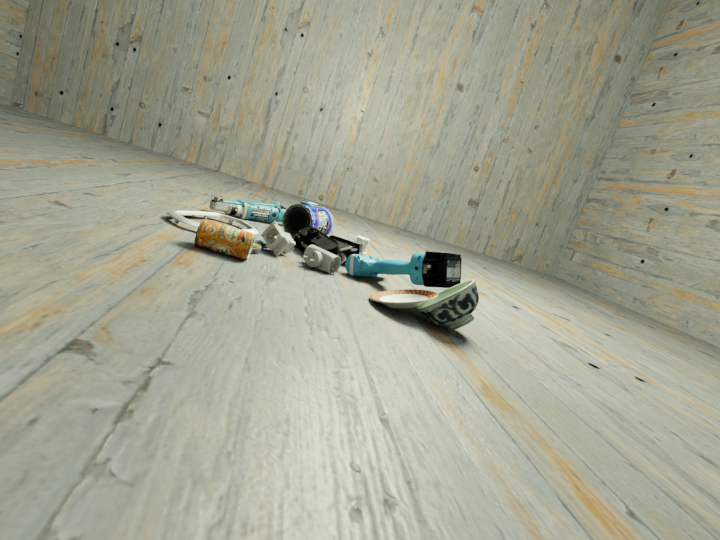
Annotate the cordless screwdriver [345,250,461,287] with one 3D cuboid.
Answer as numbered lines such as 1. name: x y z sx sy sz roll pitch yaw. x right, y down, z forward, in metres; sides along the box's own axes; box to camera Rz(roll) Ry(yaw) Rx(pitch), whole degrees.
1. cordless screwdriver: 0.106 -0.005 0.968 0.261 0.074 0.151 3 -1 38

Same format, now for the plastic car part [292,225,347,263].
1. plastic car part: -0.103 -0.067 1.055 0.064 0.065 0.215 -20 35 -27

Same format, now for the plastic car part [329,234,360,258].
1. plastic car part: -0.067 -0.050 1.102 0.123 0.065 0.068 23 25 39

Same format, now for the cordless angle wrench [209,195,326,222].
1. cordless angle wrench: -0.289 -0.187 1.355 0.402 0.097 0.079 0 20 -45

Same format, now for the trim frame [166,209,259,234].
1. trim frame: -0.356 -0.115 1.033 0.190 0.027 0.242 22 13 15
